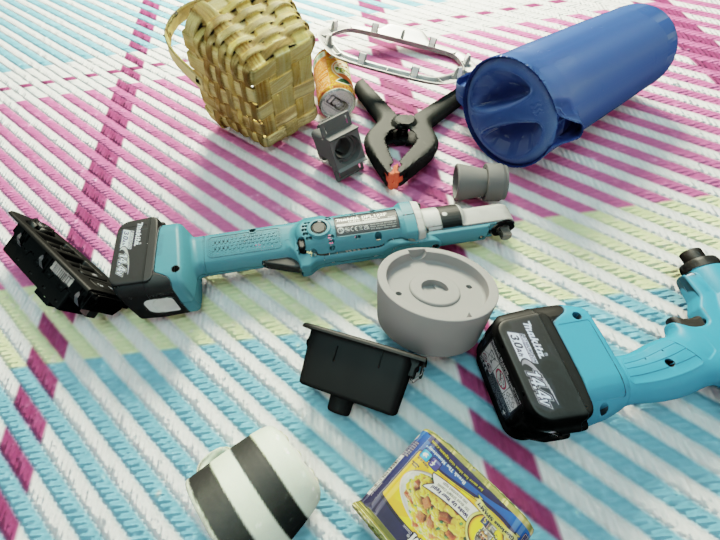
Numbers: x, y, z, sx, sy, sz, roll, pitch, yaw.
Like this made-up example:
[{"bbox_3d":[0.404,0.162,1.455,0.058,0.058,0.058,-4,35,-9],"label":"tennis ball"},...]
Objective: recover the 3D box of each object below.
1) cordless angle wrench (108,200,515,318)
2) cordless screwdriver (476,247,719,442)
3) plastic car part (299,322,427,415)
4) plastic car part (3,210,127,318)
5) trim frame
[{"bbox_3d":[-0.045,-0.030,0.463,0.423,0.072,0.101,-9,57,-1],"label":"cordless angle wrench"},{"bbox_3d":[0.232,0.058,0.366,0.249,0.072,0.165,-6,56,-1],"label":"cordless screwdriver"},{"bbox_3d":[-0.004,0.096,0.384,0.120,0.063,0.071,10,73,16],"label":"plastic car part"},{"bbox_3d":[-0.354,-0.002,0.494,0.212,0.063,0.067,36,93,24],"label":"plastic car part"},{"bbox_3d":[0.054,-0.333,0.634,0.252,0.027,0.186,16,44,7],"label":"trim frame"}]
